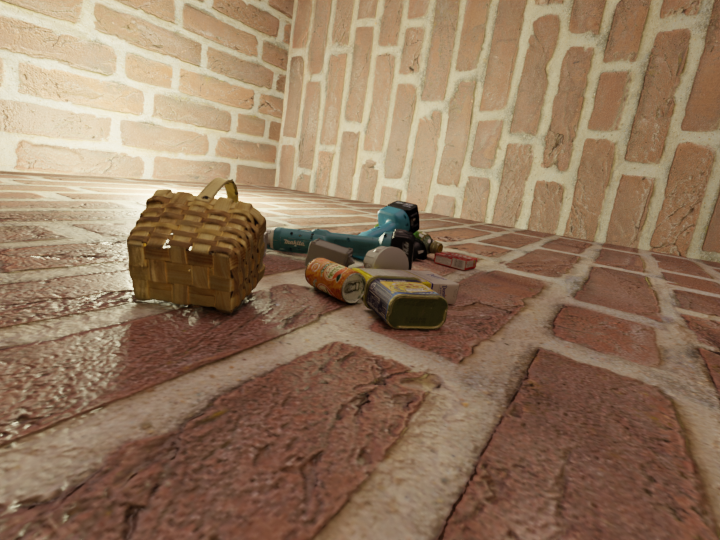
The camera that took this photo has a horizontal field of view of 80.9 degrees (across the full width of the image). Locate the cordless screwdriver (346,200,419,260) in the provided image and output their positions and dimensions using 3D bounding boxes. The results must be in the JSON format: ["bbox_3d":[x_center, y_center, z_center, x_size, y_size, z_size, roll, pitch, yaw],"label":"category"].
[{"bbox_3d":[0.035,-0.110,1.132,0.168,0.072,0.243,18,40,42],"label":"cordless screwdriver"}]

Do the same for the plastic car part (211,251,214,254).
[{"bbox_3d":[-0.289,-0.047,0.850,0.065,0.066,0.211,14,10,-21],"label":"plastic car part"}]

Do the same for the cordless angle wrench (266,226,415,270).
[{"bbox_3d":[-0.095,-0.062,0.969,0.434,0.097,0.073,7,14,14],"label":"cordless angle wrench"}]

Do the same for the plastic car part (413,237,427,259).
[{"bbox_3d":[0.114,-0.058,1.145,0.069,0.064,0.123,-18,27,-31],"label":"plastic car part"}]
